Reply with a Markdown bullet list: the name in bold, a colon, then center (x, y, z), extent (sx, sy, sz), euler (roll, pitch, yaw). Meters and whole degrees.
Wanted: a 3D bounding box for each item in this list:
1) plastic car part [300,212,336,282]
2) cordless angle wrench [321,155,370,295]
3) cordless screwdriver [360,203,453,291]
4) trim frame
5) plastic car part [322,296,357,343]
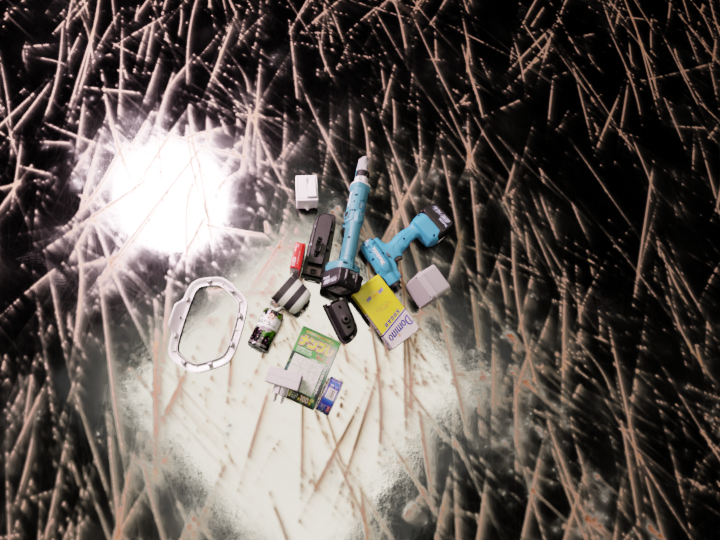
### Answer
- **plastic car part**: center (-0.113, -0.074, 1.154), extent (0.067, 0.065, 0.206), euler (8, 68, 8)
- **cordless angle wrench**: center (-0.019, -0.142, 1.166), extent (0.071, 0.101, 0.429), euler (25, 62, -29)
- **cordless screwdriver**: center (0.142, -0.064, 1.157), extent (0.247, 0.073, 0.163), euler (-32, 76, -9)
- **trim frame**: center (-0.395, 0.134, 1.083), extent (0.185, 0.027, 0.251), euler (12, 72, 2)
- **plastic car part**: center (-0.043, 0.123, 1.081), extent (0.065, 0.070, 0.120), euler (-22, 71, -11)
